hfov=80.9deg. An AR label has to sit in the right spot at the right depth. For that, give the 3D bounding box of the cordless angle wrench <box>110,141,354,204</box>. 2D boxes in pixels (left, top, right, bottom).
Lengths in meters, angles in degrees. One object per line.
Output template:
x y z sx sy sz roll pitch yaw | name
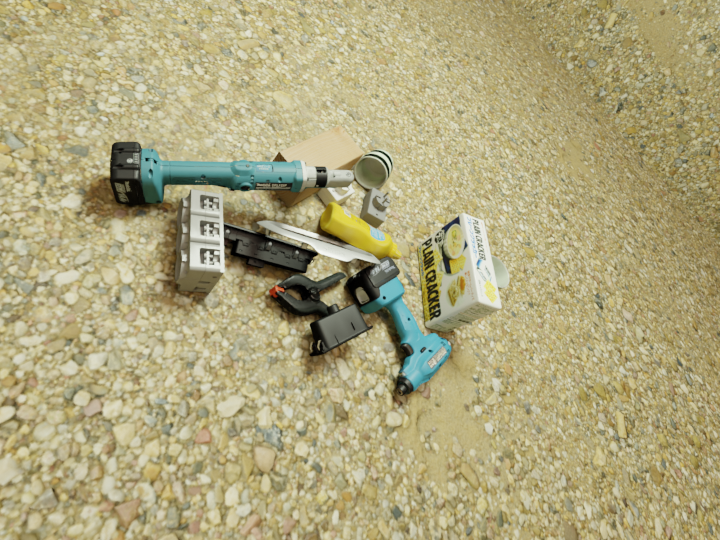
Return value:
-0.210 -0.169 0.757 0.412 0.098 0.076 -3 68 -18 | cordless angle wrench

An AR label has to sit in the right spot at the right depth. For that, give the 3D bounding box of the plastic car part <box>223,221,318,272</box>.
-0.172 -0.036 0.784 0.195 0.068 0.068 12 71 -24 | plastic car part

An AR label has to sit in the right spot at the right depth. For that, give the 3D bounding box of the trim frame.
-0.078 -0.051 0.797 0.239 0.192 0.027 18 95 -23 | trim frame

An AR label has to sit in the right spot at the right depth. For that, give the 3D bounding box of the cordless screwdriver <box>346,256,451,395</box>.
0.064 0.107 0.834 0.155 0.075 0.251 -32 85 -39 | cordless screwdriver

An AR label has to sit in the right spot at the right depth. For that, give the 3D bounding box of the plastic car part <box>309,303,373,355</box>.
-0.044 0.097 0.755 0.113 0.067 0.071 -26 88 -29 | plastic car part
